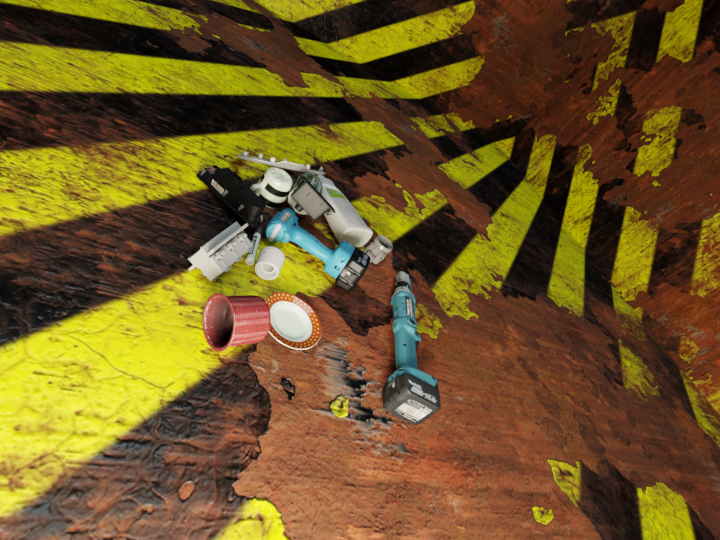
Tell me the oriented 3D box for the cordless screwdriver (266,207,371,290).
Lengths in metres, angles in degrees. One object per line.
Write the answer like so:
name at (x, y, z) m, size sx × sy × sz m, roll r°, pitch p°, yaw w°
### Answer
cordless screwdriver at (-0.098, -0.064, 1.006) m, size 0.247 × 0.074 × 0.160 m, roll 31°, pitch 24°, yaw -5°

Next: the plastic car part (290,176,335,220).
plastic car part at (-0.126, -0.169, 1.039) m, size 0.113 × 0.071 × 0.068 m, roll 42°, pitch 8°, yaw -19°

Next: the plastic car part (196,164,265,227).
plastic car part at (-0.284, -0.180, 0.971) m, size 0.209 × 0.067 × 0.064 m, roll 46°, pitch 26°, yaw 15°

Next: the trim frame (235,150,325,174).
trim frame at (-0.210, -0.287, 1.127) m, size 0.238 × 0.027 × 0.194 m, roll 7°, pitch 15°, yaw -28°

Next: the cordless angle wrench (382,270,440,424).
cordless angle wrench at (0.103, 0.134, 0.960) m, size 0.095 × 0.075 × 0.433 m, roll 29°, pitch 32°, yaw -17°
